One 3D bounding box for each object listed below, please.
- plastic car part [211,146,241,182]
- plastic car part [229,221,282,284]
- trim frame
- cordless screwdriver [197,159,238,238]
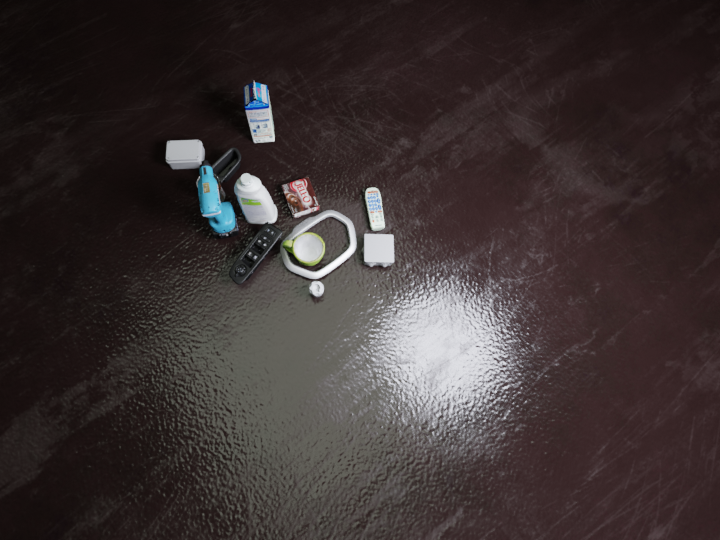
[{"bbox_3d":[-0.421,-0.327,1.348,0.067,0.070,0.116,38,75,8],"label":"plastic car part"},{"bbox_3d":[-0.313,-0.046,1.258,0.067,0.066,0.202,34,75,7],"label":"plastic car part"},{"bbox_3d":[-0.126,-0.083,1.292,0.246,0.027,0.189,-38,76,-12],"label":"trim frame"},{"bbox_3d":[-0.413,-0.194,1.212,0.074,0.245,0.163,-10,75,-8],"label":"cordless screwdriver"}]
